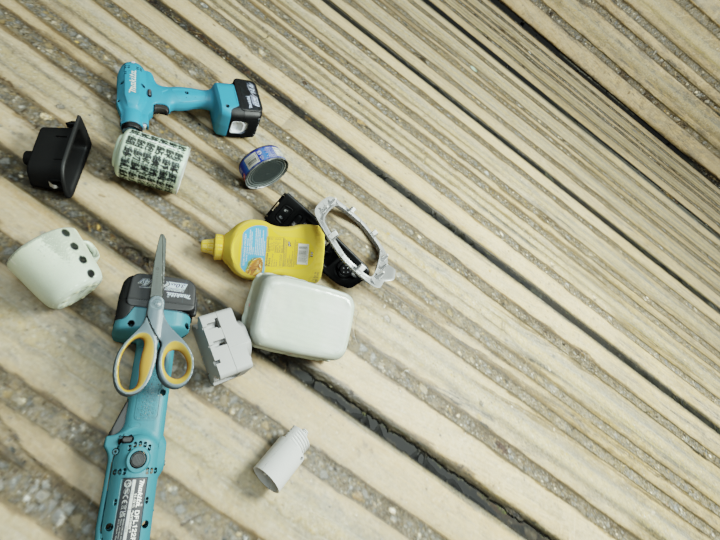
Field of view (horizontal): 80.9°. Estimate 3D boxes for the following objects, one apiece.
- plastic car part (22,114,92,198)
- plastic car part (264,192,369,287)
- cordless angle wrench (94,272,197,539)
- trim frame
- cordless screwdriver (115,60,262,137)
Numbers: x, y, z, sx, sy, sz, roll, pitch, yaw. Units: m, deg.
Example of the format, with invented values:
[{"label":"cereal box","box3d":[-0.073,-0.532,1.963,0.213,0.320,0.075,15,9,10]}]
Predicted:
[{"label":"plastic car part","box3d":[-0.449,-0.166,0.619,0.070,0.065,0.119,6,61,-11]},{"label":"plastic car part","box3d":[-0.073,-0.048,0.751,0.204,0.066,0.066,42,6,3]},{"label":"cordless angle wrench","box3d":[-0.255,0.212,0.476,0.094,0.075,0.435,10,59,-26]},{"label":"trim frame","box3d":[-0.005,-0.056,0.745,0.182,0.028,0.249,48,17,-7]},{"label":"cordless screwdriver","box3d":[-0.305,-0.288,0.766,0.240,0.075,0.164,-1,62,-26]}]
